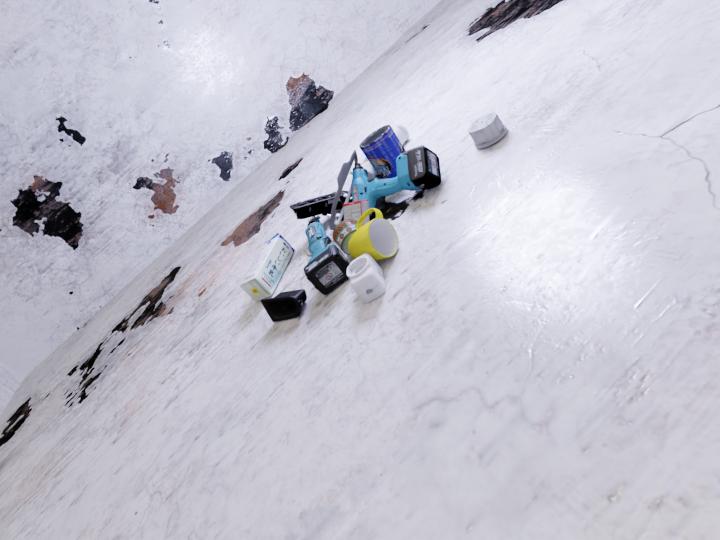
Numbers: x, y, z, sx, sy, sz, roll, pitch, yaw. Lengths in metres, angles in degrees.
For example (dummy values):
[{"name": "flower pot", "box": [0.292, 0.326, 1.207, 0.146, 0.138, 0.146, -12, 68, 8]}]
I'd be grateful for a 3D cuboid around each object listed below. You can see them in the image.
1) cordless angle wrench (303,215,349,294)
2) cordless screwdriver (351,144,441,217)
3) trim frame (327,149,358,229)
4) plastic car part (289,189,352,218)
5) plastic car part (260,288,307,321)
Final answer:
[{"name": "cordless angle wrench", "box": [-0.113, -0.074, 1.153, 0.098, 0.071, 0.438, -38, 25, 6]}, {"name": "cordless screwdriver", "box": [0.076, -0.246, 1.089, 0.257, 0.070, 0.163, -20, 67, 38]}, {"name": "trim frame", "box": [-0.049, -0.225, 1.196, 0.179, 0.028, 0.250, 96, -167, -66]}, {"name": "plastic car part", "box": [-0.124, -0.201, 1.307, 0.197, 0.065, 0.070, -15, 29, -23]}, {"name": "plastic car part", "box": [-0.172, 0.075, 1.025, 0.121, 0.064, 0.070, -15, 21, 36]}]
